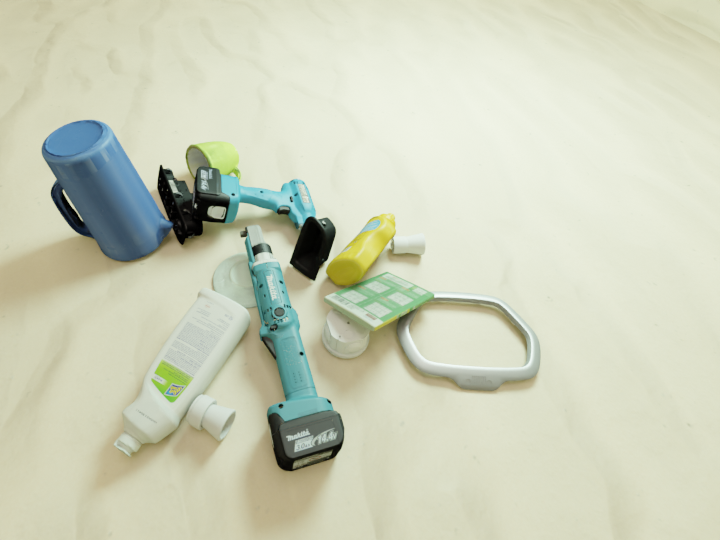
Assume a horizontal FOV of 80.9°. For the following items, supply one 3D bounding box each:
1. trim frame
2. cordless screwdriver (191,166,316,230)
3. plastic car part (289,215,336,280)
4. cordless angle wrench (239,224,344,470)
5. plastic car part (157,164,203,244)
[{"bbox_3d":[0.185,0.114,0.729,0.247,0.027,0.190,3,48,-5],"label":"trim frame"},{"bbox_3d":[-0.207,-0.127,0.847,0.239,0.074,0.166,1,48,-26],"label":"cordless screwdriver"},{"bbox_3d":[-0.078,-0.051,0.801,0.068,0.115,0.069,34,30,19],"label":"plastic car part"},{"bbox_3d":[-0.133,0.083,0.684,0.096,0.072,0.442,-12,53,-16],"label":"cordless angle wrench"},{"bbox_3d":[-0.371,-0.132,0.872,0.064,0.066,0.213,3,43,-39],"label":"plastic car part"}]
